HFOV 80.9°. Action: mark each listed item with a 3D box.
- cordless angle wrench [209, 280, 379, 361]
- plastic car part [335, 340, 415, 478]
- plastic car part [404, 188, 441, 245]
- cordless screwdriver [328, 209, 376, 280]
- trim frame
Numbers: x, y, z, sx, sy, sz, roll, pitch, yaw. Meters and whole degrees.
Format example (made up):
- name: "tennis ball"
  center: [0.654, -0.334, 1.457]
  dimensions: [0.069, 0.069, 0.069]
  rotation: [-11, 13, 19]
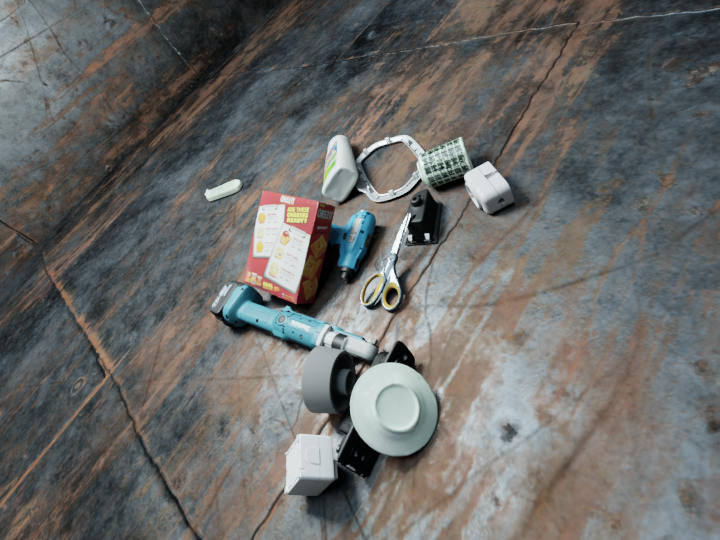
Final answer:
- name: "cordless angle wrench"
  center: [-0.146, 0.109, 0.857]
  dimensions: [0.446, 0.070, 0.098]
  rotation: [12, 62, 39]
- name: "plastic car part"
  center: [0.023, 0.207, 0.664]
  dimensions: [0.203, 0.064, 0.069]
  rotation: [-59, 19, -18]
- name: "plastic car part"
  center: [0.121, -0.116, 0.857]
  dimensions: [0.069, 0.067, 0.118]
  rotation: [-4, 55, 32]
- name: "cordless screwdriver"
  center: [-0.094, -0.062, 0.963]
  dimensions: [0.261, 0.070, 0.160]
  rotation: [6, 65, 34]
- name: "trim frame"
  center: [0.066, -0.260, 1.050]
  dimensions: [0.186, 0.026, 0.260]
  rotation: [-31, 44, 11]
